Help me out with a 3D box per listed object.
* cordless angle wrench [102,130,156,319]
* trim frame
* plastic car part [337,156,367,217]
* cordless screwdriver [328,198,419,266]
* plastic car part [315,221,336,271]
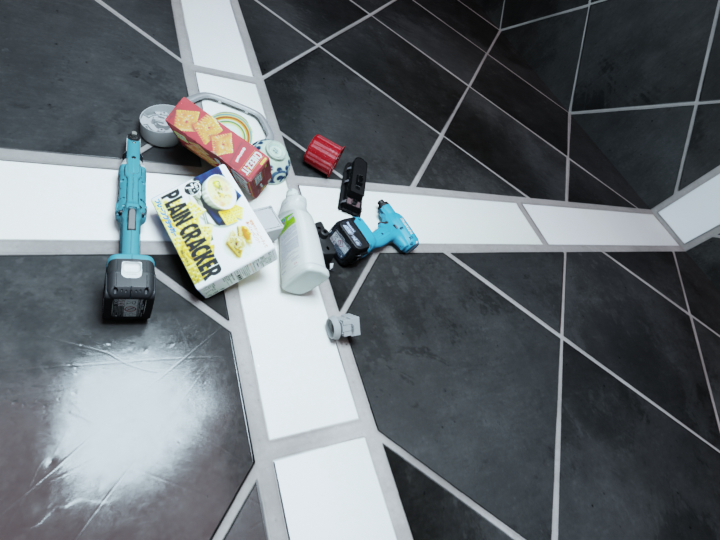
[{"bbox_3d":[-0.428,-0.111,0.789,0.071,0.098,0.441,3,50,-30],"label":"cordless angle wrench"},{"bbox_3d":[-0.341,-0.383,1.089,0.240,0.028,0.190,17,48,-20],"label":"trim frame"},{"bbox_3d":[-0.015,-0.237,1.138,0.065,0.066,0.208,16,46,-12],"label":"plastic car part"},{"bbox_3d":[0.024,-0.103,1.045,0.239,0.075,0.165,-14,63,-41],"label":"cordless screwdriver"},{"bbox_3d":[-0.092,-0.060,0.944,0.063,0.071,0.121,-3,61,-37],"label":"plastic car part"}]
